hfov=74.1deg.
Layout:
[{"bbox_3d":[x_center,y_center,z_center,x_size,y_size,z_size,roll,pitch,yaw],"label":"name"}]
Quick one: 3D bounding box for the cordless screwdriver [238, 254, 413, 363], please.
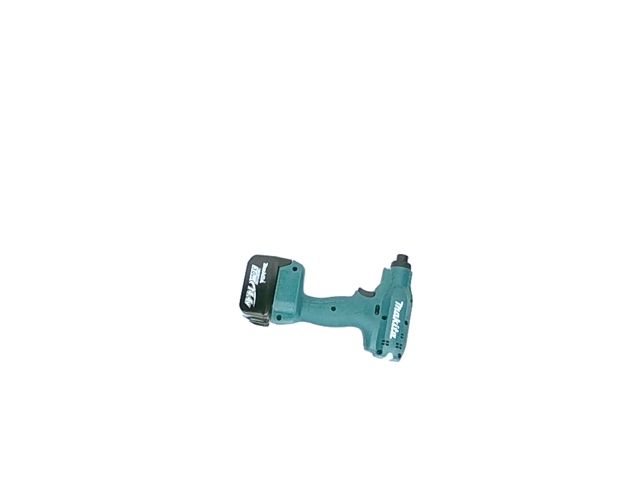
[{"bbox_3d":[0.013,0.073,0.620,0.249,0.158,0.074,14,-20,-2],"label":"cordless screwdriver"}]
